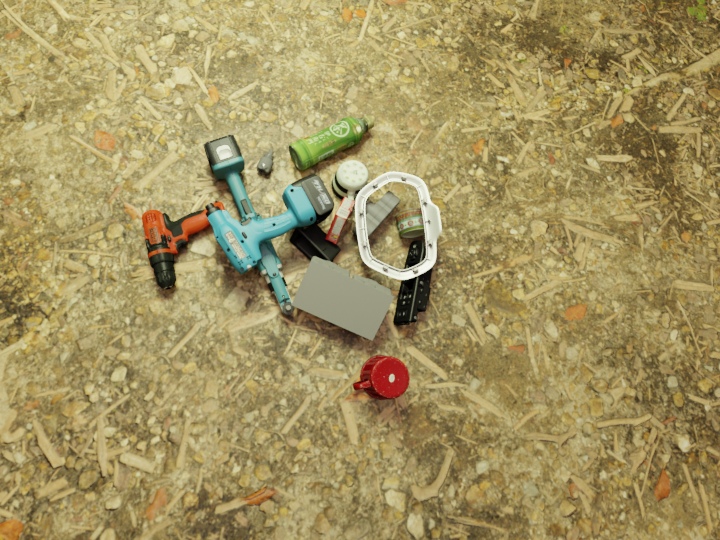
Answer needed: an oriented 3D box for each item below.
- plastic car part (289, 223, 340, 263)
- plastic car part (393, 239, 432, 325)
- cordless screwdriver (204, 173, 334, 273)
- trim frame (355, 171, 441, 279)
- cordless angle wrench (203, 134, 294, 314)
[{"bbox_3d":[-0.094,-0.062,0.964,0.117,0.066,0.070,41,58,2],"label":"plastic car part"},{"bbox_3d":[0.129,0.027,0.955,0.065,0.067,0.205,14,72,-15],"label":"plastic car part"},{"bbox_3d":[-0.189,-0.121,0.885,0.246,0.075,0.160,-34,88,-14],"label":"cordless screwdriver"},{"bbox_3d":[0.083,-0.103,0.940,0.185,0.027,0.252,-5,77,2],"label":"trim frame"},{"bbox_3d":[-0.240,-0.098,0.947,0.073,0.098,0.429,-22,81,-14],"label":"cordless angle wrench"}]
